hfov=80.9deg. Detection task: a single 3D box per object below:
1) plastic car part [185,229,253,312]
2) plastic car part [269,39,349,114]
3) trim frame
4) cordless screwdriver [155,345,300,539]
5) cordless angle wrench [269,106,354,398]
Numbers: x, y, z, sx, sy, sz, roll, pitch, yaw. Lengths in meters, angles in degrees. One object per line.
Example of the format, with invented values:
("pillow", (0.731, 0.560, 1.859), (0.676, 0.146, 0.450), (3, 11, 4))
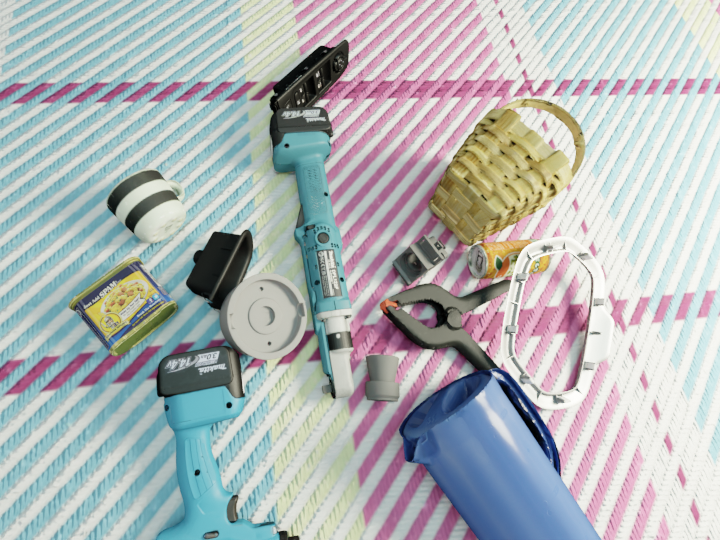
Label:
("plastic car part", (-0.200, -0.005, 0.586), (0.072, 0.064, 0.118), (10, 64, 9))
("plastic car part", (-0.091, -0.329, 0.733), (0.071, 0.063, 0.201), (29, 66, 30))
("trim frame", (0.283, 0.070, 0.598), (0.179, 0.028, 0.250), (21, 74, -16))
("cordless screwdriver", (-0.158, 0.216, 0.490), (0.157, 0.074, 0.254), (-4, 72, -10))
("cordless angle wrench", (-0.060, -0.039, 0.610), (0.096, 0.074, 0.433), (-7, 71, -12))
